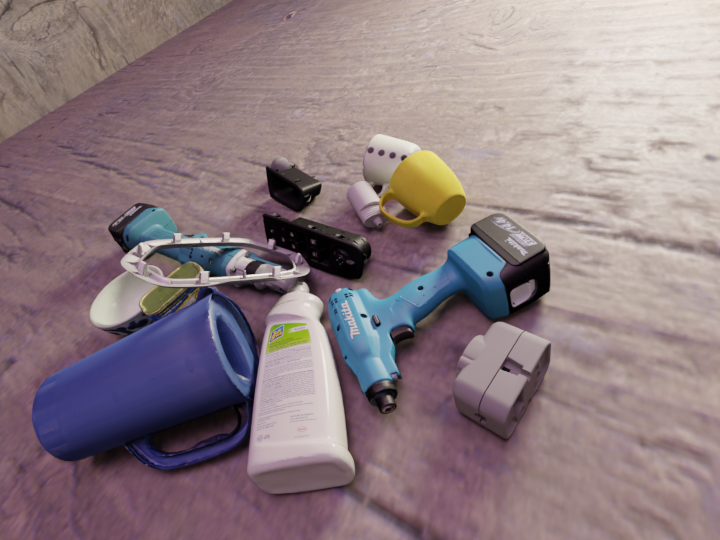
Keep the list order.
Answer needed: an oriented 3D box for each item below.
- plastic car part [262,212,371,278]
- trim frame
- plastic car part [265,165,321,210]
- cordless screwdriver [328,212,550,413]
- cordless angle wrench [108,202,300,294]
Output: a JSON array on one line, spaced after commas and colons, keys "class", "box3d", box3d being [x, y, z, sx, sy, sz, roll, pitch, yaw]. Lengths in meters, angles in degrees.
[{"class": "plastic car part", "box3d": [-0.063, -0.041, 0.643, 0.065, 0.065, 0.215, -22, 33, -40]}, {"class": "trim frame", "box3d": [-0.185, -0.017, 0.567, 0.237, 0.027, 0.195, -3, 23, -37]}, {"class": "plastic car part", "box3d": [-0.115, -0.157, 0.783, 0.069, 0.064, 0.123, -31, 44, -31]}, {"class": "cordless screwdriver", "box3d": [0.092, 0.045, 0.476, 0.249, 0.071, 0.167, -26, 42, 2]}, {"class": "cordless angle wrench", "box3d": [-0.273, -0.031, 0.716, 0.445, 0.071, 0.097, 17, 54, 33]}]
